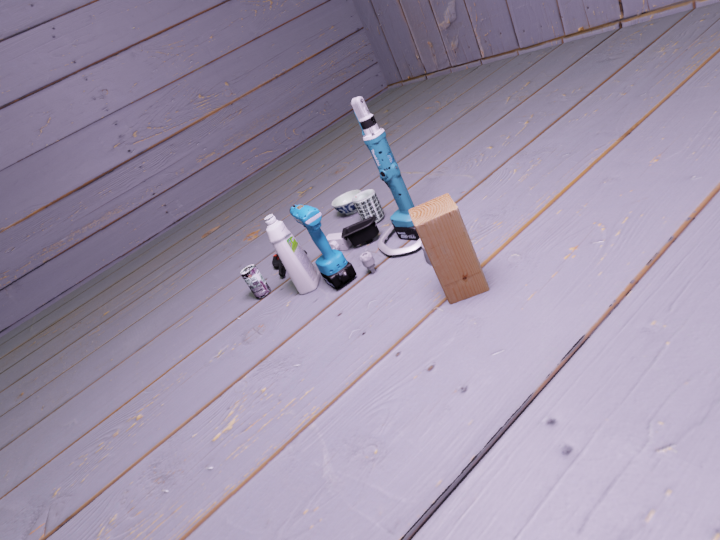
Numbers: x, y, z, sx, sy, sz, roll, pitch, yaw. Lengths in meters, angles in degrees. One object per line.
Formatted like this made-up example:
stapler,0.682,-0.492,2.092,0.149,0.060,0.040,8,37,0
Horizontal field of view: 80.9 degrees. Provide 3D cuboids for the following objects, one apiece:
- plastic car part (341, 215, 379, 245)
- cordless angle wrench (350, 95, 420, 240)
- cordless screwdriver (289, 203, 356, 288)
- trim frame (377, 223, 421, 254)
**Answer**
plastic car part,0.007,-0.114,1.315,0.119,0.068,0.067,-19,27,18
cordless angle wrench,0.076,-0.274,1.154,0.073,0.407,0.103,-41,27,-28
cordless screwdriver,-0.115,-0.075,1.178,0.073,0.239,0.167,-34,26,-15
trim frame,0.153,-0.121,1.235,0.193,0.026,0.246,2,41,45
